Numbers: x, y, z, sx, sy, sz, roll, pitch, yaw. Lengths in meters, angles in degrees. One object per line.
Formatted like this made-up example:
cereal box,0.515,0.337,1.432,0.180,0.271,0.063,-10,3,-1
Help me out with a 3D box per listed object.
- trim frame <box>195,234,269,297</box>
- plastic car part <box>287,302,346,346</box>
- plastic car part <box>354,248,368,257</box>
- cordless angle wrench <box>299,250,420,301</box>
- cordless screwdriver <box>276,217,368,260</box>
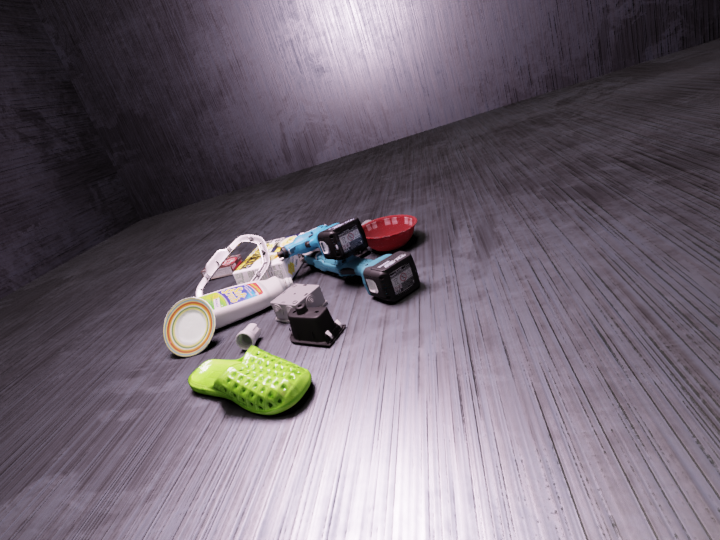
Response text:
trim frame,-0.344,0.006,1.132,0.195,0.026,0.248,29,78,36
plastic car part,-0.099,0.098,0.811,0.122,0.069,0.065,-1,26,34
plastic car part,-0.042,-0.080,1.187,0.065,0.065,0.213,-19,23,-20
cordless angle wrench,-0.034,-0.013,1.016,0.096,0.072,0.444,-30,22,-26
cordless screwdriver,-0.101,-0.066,1.037,0.156,0.073,0.259,-27,15,-24
